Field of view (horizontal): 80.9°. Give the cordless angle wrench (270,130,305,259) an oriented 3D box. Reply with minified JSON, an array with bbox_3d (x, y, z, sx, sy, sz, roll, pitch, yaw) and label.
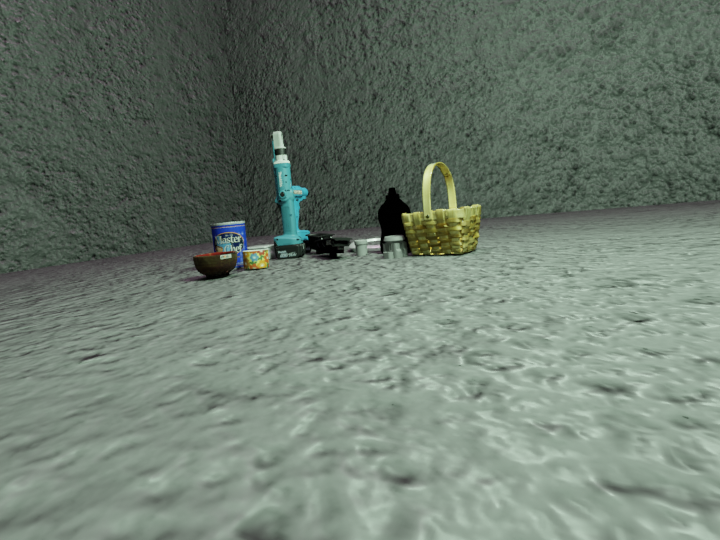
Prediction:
[{"bbox_3d":[-0.254,-0.252,1.414,0.100,0.420,0.073,-4,4,15],"label":"cordless angle wrench"}]

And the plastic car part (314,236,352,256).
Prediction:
[{"bbox_3d":[-0.088,-0.074,1.302,0.064,0.066,0.210,-8,8,-21],"label":"plastic car part"}]

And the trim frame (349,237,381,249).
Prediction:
[{"bbox_3d":[0.054,-0.090,1.449,0.186,0.027,0.248,-5,8,4],"label":"trim frame"}]

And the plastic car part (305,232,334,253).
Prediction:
[{"bbox_3d":[-0.144,-0.094,1.471,0.063,0.070,0.122,-9,8,-32],"label":"plastic car part"}]

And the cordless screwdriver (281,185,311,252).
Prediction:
[{"bbox_3d":[-0.228,-0.187,1.556,0.077,0.247,0.153,-3,6,30],"label":"cordless screwdriver"}]
